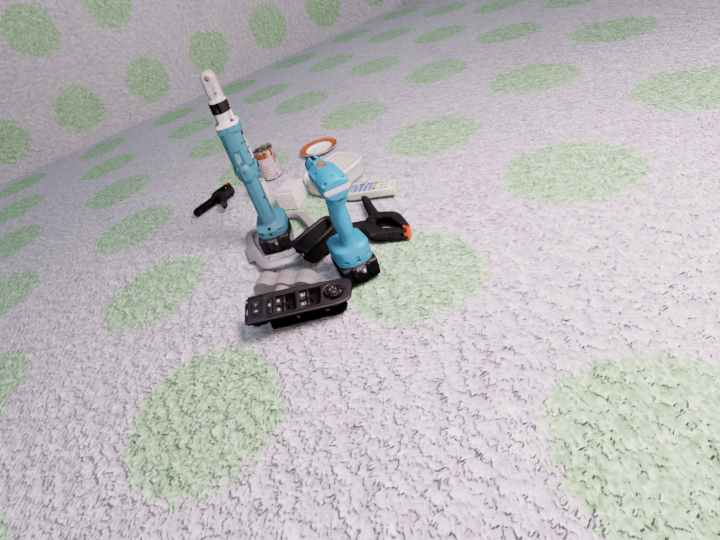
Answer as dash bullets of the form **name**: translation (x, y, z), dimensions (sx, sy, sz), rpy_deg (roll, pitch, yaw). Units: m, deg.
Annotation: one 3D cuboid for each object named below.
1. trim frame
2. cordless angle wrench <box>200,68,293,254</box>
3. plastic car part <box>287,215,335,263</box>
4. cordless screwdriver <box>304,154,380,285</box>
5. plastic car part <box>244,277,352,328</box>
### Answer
- **trim frame**: translation (-0.197, -0.078, 1.036), dimensions (0.182, 0.026, 0.262), rpy_deg (-28, 38, -10)
- **cordless angle wrench**: translation (-0.249, -0.225, 0.928), dimensions (0.075, 0.405, 0.101), rpy_deg (-15, 35, 4)
- **plastic car part**: translation (-0.091, -0.059, 0.927), dimensions (0.070, 0.068, 0.115), rpy_deg (22, 53, 42)
- **cordless screwdriver**: translation (-0.044, -0.099, 0.814), dimensions (0.074, 0.238, 0.167), rpy_deg (-24, 36, -9)
- **plastic car part**: translation (-0.108, 0.068, 0.780), dimensions (0.204, 0.064, 0.069), rpy_deg (-16, 36, 5)
